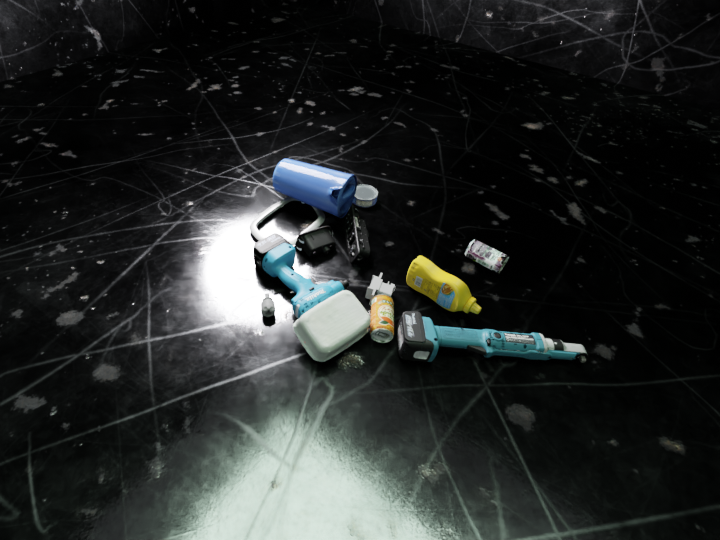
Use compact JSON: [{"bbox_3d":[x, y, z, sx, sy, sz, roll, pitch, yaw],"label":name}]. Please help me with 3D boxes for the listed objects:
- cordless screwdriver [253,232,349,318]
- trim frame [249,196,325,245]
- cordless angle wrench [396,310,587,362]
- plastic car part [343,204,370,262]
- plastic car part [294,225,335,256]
[{"bbox_3d":[-0.158,0.002,1.090,0.155,0.072,0.261,-28,57,-29],"label":"cordless screwdriver"},{"bbox_3d":[-0.218,-0.151,1.272,0.192,0.027,0.246,27,51,21],"label":"trim frame"},{"bbox_3d":[0.299,0.164,0.956,0.422,0.072,0.101,5,45,-2],"label":"cordless angle wrench"},{"bbox_3d":[-0.010,-0.096,1.210,0.065,0.066,0.209,21,39,-22],"label":"plastic car part"},{"bbox_3d":[-0.116,-0.076,1.185,0.113,0.065,0.074,-19,65,-26],"label":"plastic car part"}]
